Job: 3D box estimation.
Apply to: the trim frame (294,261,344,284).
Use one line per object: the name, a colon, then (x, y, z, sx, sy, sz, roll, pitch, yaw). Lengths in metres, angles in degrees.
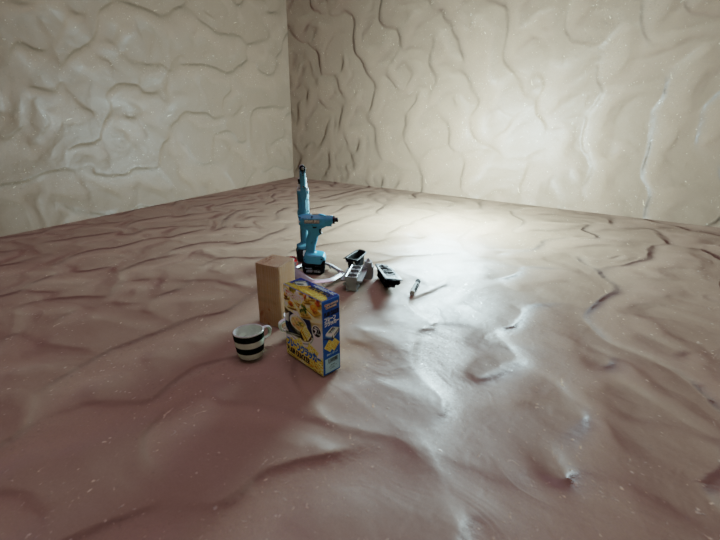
trim frame: (-0.176, 0.008, 1.716, 0.178, 0.027, 0.262, -13, 24, -27)

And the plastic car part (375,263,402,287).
plastic car part: (0.101, 0.022, 1.607, 0.066, 0.066, 0.209, -4, 21, -9)

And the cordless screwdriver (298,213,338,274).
cordless screwdriver: (-0.168, -0.110, 1.718, 0.160, 0.244, 0.075, 1, 19, 2)

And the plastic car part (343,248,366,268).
plastic car part: (-0.015, -0.038, 1.763, 0.069, 0.069, 0.113, 11, 24, 28)

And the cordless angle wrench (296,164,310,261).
cordless angle wrench: (-0.248, -0.249, 1.844, 0.073, 0.414, 0.101, -4, 19, -12)
